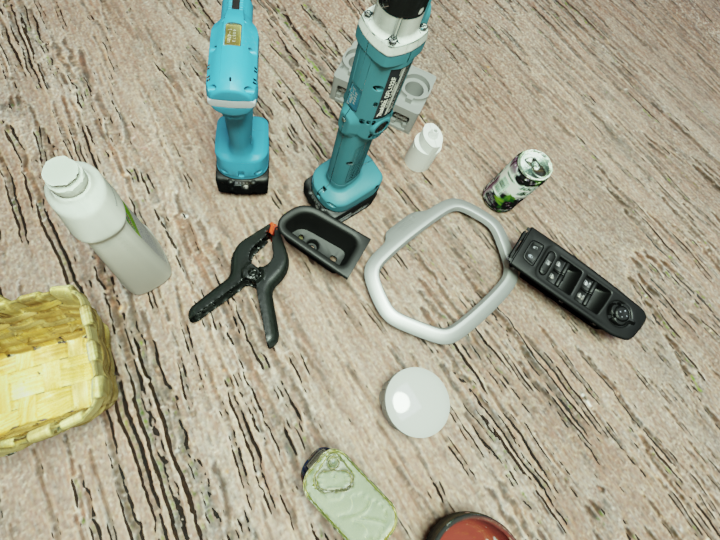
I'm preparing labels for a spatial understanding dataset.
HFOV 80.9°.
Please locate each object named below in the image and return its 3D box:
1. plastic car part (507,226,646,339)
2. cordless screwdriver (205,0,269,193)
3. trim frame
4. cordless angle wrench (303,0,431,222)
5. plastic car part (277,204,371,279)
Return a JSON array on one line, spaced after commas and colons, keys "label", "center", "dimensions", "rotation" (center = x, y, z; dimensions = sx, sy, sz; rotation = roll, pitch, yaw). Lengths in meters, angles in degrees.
[{"label": "plastic car part", "center": [0.297, 0.027, 0.600], "dimensions": [0.206, 0.066, 0.066], "rotation": [35, 69, 6]}, {"label": "cordless screwdriver", "center": [-0.153, -0.211, 0.541], "dimensions": [0.073, 0.247, 0.162], "rotation": [1, 71, -12]}, {"label": "trim frame", "center": [0.120, -0.007, 0.613], "dimensions": [0.245, 0.027, 0.188], "rotation": [-38, 78, -18]}, {"label": "cordless angle wrench", "center": [0.008, -0.172, 0.453], "dimensions": [0.096, 0.420, 0.076], "rotation": [-32, 81, -20]}, {"label": "plastic car part", "center": [-0.057, -0.037, 0.580], "dimensions": [0.118, 0.070, 0.066], "rotation": [31, 69, 4]}]
